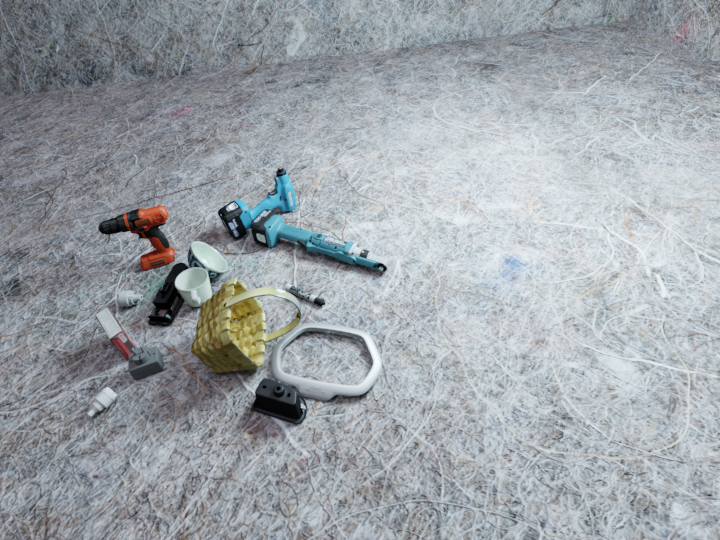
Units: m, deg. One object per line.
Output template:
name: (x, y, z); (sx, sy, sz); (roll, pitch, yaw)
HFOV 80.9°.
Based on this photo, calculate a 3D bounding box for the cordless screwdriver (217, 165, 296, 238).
cordless screwdriver: (-0.318, -0.213, 1.314); (0.245, 0.153, 0.079); (-30, 47, -20)

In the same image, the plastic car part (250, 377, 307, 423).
plastic car part: (-0.164, 0.253, 0.848); (0.121, 0.068, 0.066); (9, 46, 22)

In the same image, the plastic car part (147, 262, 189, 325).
plastic car part: (-0.508, 0.052, 1.134); (0.068, 0.064, 0.207); (-5, 40, 12)

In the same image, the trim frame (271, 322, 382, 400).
trim frame: (-0.077, 0.194, 0.928); (0.255, 0.026, 0.186); (6, 44, 13)

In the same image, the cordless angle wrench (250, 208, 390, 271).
cordless angle wrench: (-0.117, -0.077, 1.197); (0.441, 0.071, 0.097); (18, 48, 24)
